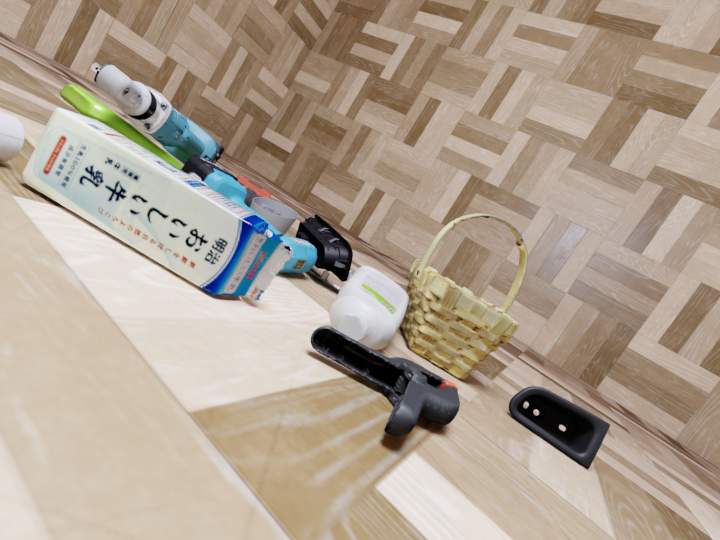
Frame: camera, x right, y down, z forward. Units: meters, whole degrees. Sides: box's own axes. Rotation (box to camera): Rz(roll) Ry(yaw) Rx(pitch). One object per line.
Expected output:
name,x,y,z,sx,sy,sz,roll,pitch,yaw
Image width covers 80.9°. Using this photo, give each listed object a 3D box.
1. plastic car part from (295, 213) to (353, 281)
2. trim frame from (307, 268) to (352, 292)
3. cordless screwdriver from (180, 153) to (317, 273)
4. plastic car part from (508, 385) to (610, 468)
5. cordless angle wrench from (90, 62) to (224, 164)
plastic car part,-0.071,-0.047,0.729,0.064,0.066,0.214,16,14,-33
trim frame,-0.061,-0.004,0.807,0.177,0.027,0.259,30,5,-23
cordless screwdriver,-0.186,-0.082,0.633,0.258,0.074,0.153,38,8,19
plastic car part,0.266,0.208,0.596,0.121,0.066,0.068,30,-10,18
cordless angle wrench,-0.289,-0.216,0.637,0.096,0.074,0.430,39,-1,-11
